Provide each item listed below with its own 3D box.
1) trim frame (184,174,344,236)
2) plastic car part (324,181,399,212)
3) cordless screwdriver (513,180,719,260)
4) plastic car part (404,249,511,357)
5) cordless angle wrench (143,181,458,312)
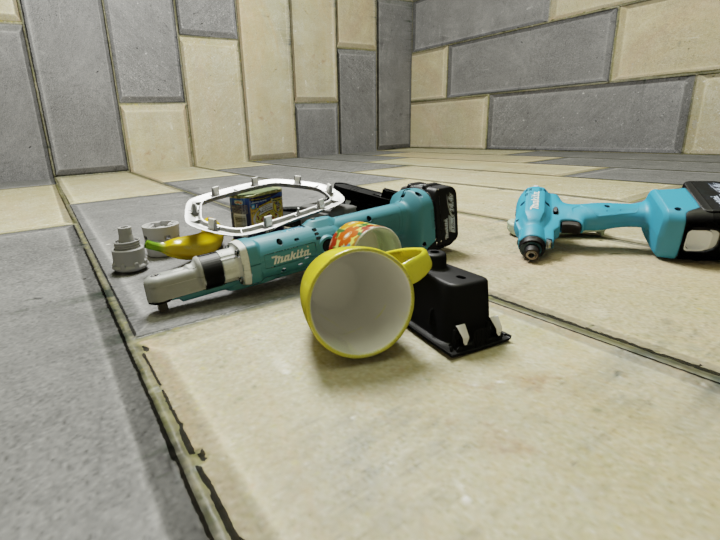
[{"bbox_3d":[-0.138,-0.102,0.620,0.195,0.027,0.240,27,36,36],"label":"trim frame"},{"bbox_3d":[0.029,-0.108,0.722,0.209,0.065,0.066,14,30,16],"label":"plastic car part"},{"bbox_3d":[0.342,-0.058,0.564,0.259,0.071,0.159,5,38,24],"label":"cordless screwdriver"},{"bbox_3d":[0.072,0.019,0.389,0.064,0.069,0.123,-9,22,-26],"label":"plastic car part"},{"bbox_3d":[-0.052,-0.034,0.536,0.410,0.096,0.078,-17,19,-29],"label":"cordless angle wrench"}]
